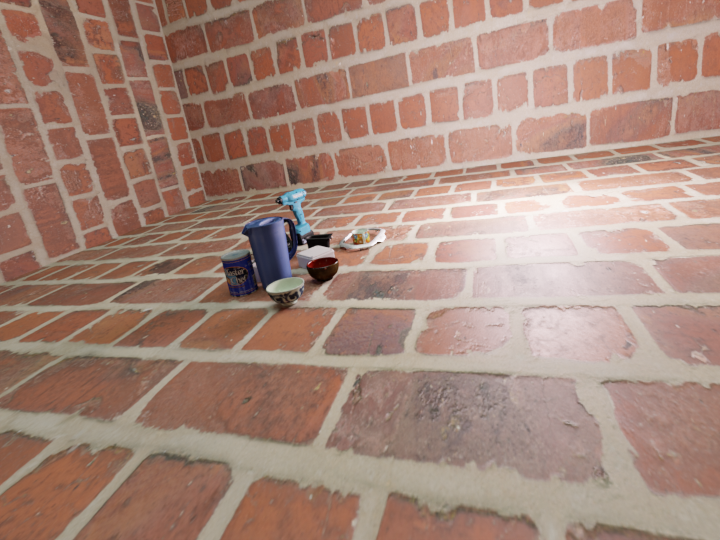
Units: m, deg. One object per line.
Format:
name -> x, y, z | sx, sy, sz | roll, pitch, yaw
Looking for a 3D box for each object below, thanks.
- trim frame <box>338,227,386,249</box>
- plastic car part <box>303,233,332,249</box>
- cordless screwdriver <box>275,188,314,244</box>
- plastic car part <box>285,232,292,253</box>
trim frame -> 0.012, -0.136, 1.802 | 0.191, 0.027, 0.246 | -2, 22, 23
plastic car part -> -0.174, -0.114, 1.776 | 0.119, 0.069, 0.066 | -5, 19, 15
cordless screwdriver -> -0.300, -0.236, 1.918 | 0.078, 0.243, 0.154 | 7, 24, 44
plastic car part -> -0.336, -0.111, 1.859 | 0.065, 0.065, 0.211 | -15, 20, -15
